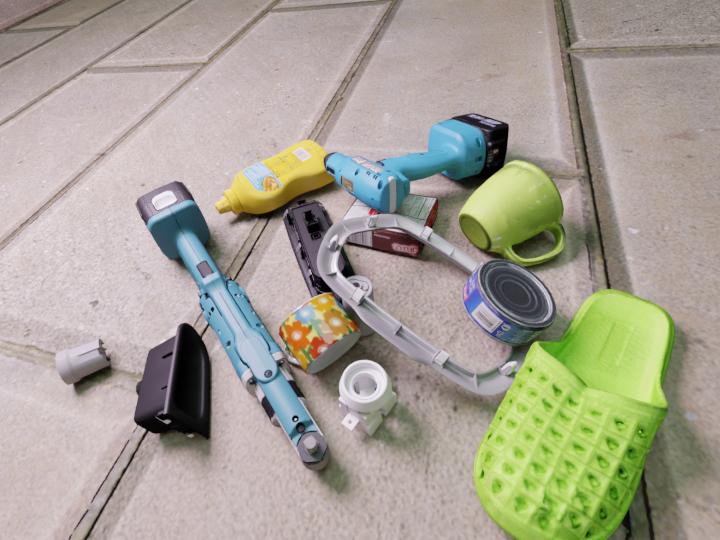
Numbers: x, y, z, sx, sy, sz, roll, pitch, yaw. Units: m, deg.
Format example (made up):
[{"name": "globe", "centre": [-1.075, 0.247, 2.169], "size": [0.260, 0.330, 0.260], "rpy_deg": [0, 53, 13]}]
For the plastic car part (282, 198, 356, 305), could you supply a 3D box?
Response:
[{"name": "plastic car part", "centre": [-0.055, -0.036, 0.559], "size": [0.065, 0.065, 0.213], "rpy_deg": [-13, 48, -12]}]

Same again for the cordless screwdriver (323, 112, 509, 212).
[{"name": "cordless screwdriver", "centre": [0.078, -0.165, 0.614], "size": [0.243, 0.072, 0.168], "rpy_deg": [-23, 39, -22]}]

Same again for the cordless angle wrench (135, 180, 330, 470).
[{"name": "cordless angle wrench", "centre": [-0.160, 0.040, 0.497], "size": [0.073, 0.094, 0.446], "rpy_deg": [-30, 52, -19]}]

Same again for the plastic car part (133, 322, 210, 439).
[{"name": "plastic car part", "centre": [-0.204, 0.121, 0.447], "size": [0.071, 0.062, 0.122], "rpy_deg": [-27, 43, 4]}]

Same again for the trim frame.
[{"name": "trim frame", "centre": [0.070, 0.019, 0.448], "size": [0.255, 0.027, 0.181], "rpy_deg": [37, 49, 13]}]
